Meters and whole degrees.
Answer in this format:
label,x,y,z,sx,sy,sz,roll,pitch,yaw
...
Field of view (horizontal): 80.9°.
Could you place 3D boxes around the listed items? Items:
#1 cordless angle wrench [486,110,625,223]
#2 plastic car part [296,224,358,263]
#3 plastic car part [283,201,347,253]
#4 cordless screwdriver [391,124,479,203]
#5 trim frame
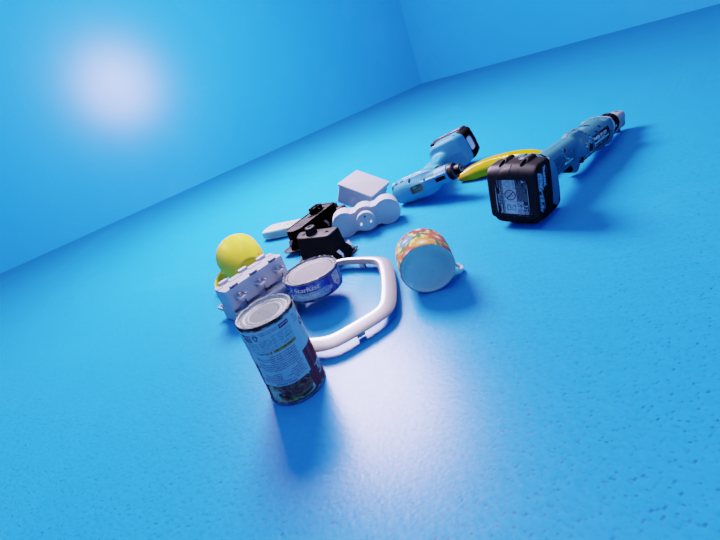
label,x,y,z,sx,sy,sz,roll,pitch,yaw
cordless angle wrench,0.362,-0.205,0.717,0.414,0.095,0.078,-34,28,-32
plastic car part,-0.076,-0.050,0.777,0.122,0.069,0.065,0,29,34
plastic car part,-0.096,-0.102,0.919,0.069,0.064,0.201,4,36,32
cordless screwdriver,0.186,-0.235,0.909,0.165,0.072,0.246,-15,25,47
trim frame,-0.037,0.040,0.614,0.187,0.026,0.254,-16,27,10
